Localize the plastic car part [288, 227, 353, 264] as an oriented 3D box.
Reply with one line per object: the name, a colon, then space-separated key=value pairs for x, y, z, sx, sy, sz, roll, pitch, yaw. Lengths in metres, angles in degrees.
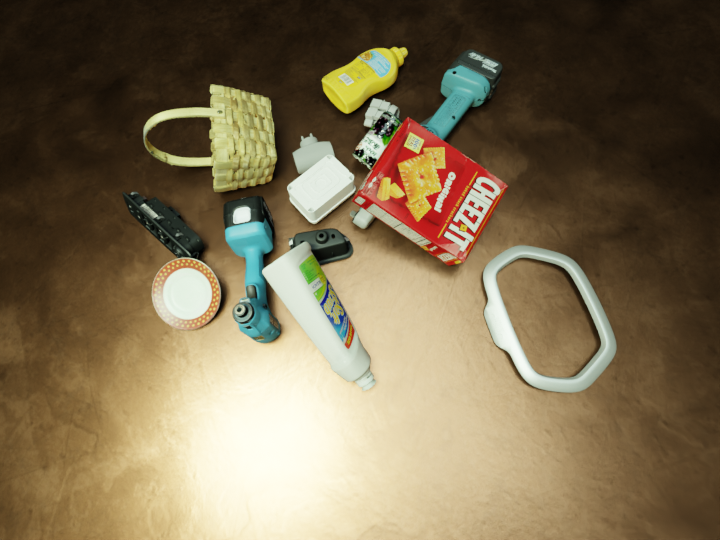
plastic car part: x=-0.074 y=-0.049 z=0.761 sx=0.117 sy=0.069 sz=0.067 roll=-12 pitch=72 yaw=3

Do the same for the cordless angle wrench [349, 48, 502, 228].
cordless angle wrench: x=0.122 y=-0.246 z=0.819 sx=0.101 sy=0.072 sz=0.422 roll=34 pitch=78 yaw=14

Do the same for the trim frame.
trim frame: x=0.305 y=0.073 z=0.700 sx=0.184 sy=0.027 sz=0.255 roll=-15 pitch=70 yaw=-1

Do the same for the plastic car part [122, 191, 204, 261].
plastic car part: x=-0.372 y=-0.083 z=0.814 sx=0.210 sy=0.065 sz=0.065 roll=42 pitch=52 yaw=19

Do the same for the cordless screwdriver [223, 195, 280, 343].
cordless screwdriver: x=-0.187 y=-0.011 z=0.712 sx=0.074 sy=0.154 sz=0.256 roll=-11 pitch=68 yaw=0
